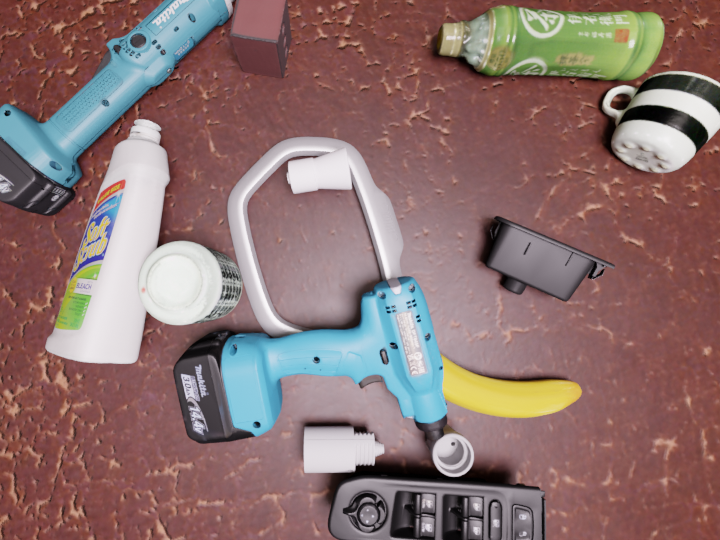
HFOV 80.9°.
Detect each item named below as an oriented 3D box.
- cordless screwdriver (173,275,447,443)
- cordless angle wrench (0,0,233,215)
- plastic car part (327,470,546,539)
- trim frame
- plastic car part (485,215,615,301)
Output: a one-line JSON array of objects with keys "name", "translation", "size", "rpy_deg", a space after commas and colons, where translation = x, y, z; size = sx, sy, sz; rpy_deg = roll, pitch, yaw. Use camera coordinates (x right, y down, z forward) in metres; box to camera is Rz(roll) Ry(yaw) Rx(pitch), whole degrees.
[{"name": "cordless screwdriver", "translation": [-0.044, 0.112, 0.416], "size": [0.250, 0.074, 0.158], "rpy_deg": [-15, 95, 5]}, {"name": "cordless angle wrench", "translation": [-0.241, -0.242, 0.474], "size": [0.099, 0.074, 0.422], "rpy_deg": [42, 84, 2]}, {"name": "plastic car part", "translation": [0.069, 0.230, 0.417], "size": [0.202, 0.067, 0.066], "rpy_deg": [3, 93, -3]}, {"name": "trim frame", "translation": [-0.046, -0.030, 0.469], "size": [0.184, 0.027, 0.251], "rpy_deg": [-18, 82, 0]}, {"name": "plastic car part", "translation": [0.184, -0.006, 0.451], "size": [0.118, 0.065, 0.070], "rpy_deg": [21, 99, 5]}]
